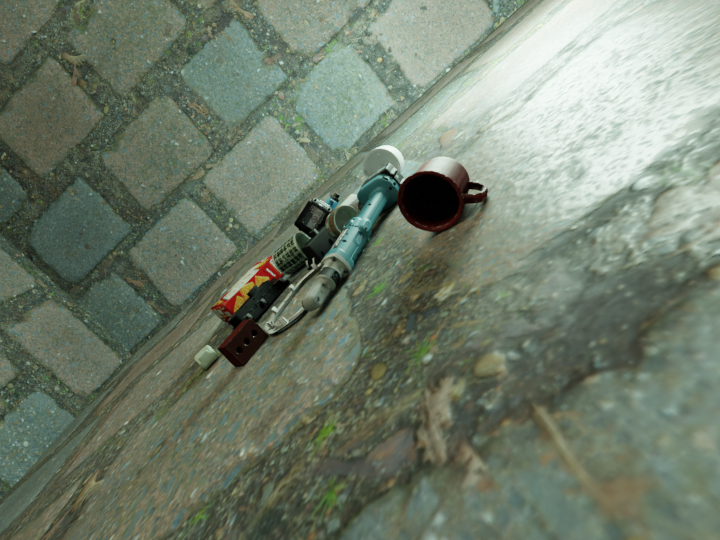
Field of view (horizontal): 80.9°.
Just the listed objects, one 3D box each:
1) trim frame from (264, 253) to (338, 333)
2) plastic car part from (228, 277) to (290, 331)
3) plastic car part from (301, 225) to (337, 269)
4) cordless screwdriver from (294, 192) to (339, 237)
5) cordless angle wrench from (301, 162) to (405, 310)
[{"bbox_3d":[-0.116,0.039,0.878,0.189,0.027,0.247,-25,21,44],"label":"trim frame"},{"bbox_3d":[-0.259,0.082,1.051,0.069,0.065,0.203,-19,30,45],"label":"plastic car part"},{"bbox_3d":[-0.102,-0.066,1.038,0.116,0.069,0.068,-53,18,-27],"label":"plastic car part"},{"bbox_3d":[-0.111,-0.164,1.209,0.159,0.074,0.249,-56,3,2],"label":"cordless screwdriver"},{"bbox_3d":[-0.009,-0.075,0.845,0.100,0.072,0.423,-30,22,42],"label":"cordless angle wrench"}]
